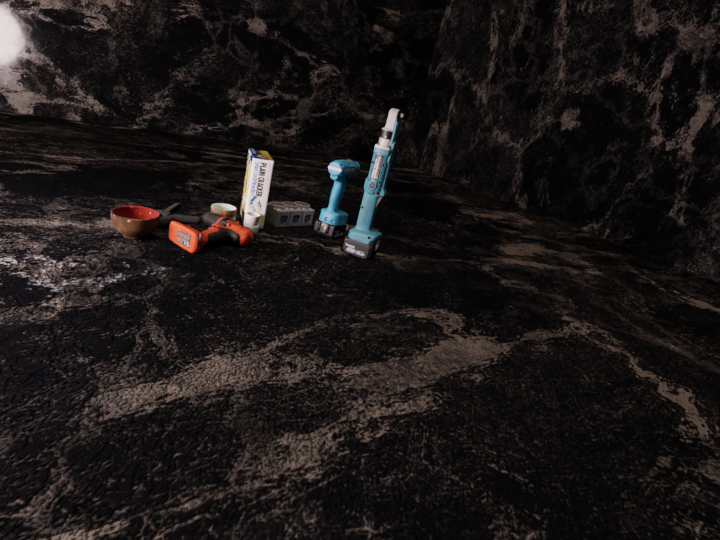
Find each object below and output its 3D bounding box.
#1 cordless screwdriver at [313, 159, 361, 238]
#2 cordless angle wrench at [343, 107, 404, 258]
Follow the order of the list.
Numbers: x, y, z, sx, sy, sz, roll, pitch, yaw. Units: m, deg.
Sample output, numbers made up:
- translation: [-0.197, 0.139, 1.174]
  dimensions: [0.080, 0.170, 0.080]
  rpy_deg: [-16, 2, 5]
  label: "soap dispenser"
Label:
- translation: [-0.064, -0.230, 1.345]
  dimensions: [0.078, 0.245, 0.154]
  rpy_deg: [23, 22, 22]
  label: "cordless screwdriver"
- translation: [0.044, -0.243, 1.201]
  dimensions: [0.102, 0.417, 0.072]
  rpy_deg: [22, 21, 20]
  label: "cordless angle wrench"
